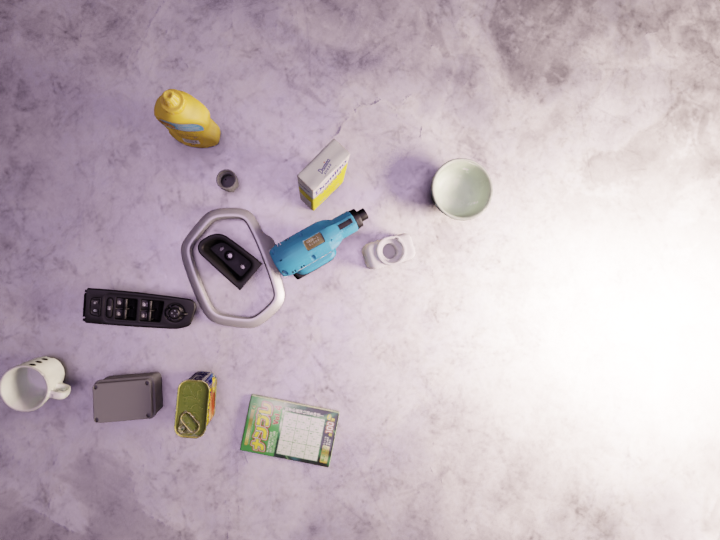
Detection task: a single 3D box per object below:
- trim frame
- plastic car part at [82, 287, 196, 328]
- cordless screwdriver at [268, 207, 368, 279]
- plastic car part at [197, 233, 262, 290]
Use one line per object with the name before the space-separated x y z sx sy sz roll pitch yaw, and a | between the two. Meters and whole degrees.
trim frame | -0.250 -0.005 0.842 0.183 0.027 0.250 -23 87 -3
plastic car part | -0.416 0.074 0.811 0.202 0.067 0.066 5 87 -2
cordless screwdriver | -0.072 -0.047 0.739 0.158 0.250 0.074 -30 93 -6
plastic car part | -0.253 -0.024 0.821 0.117 0.071 0.066 40 85 0
